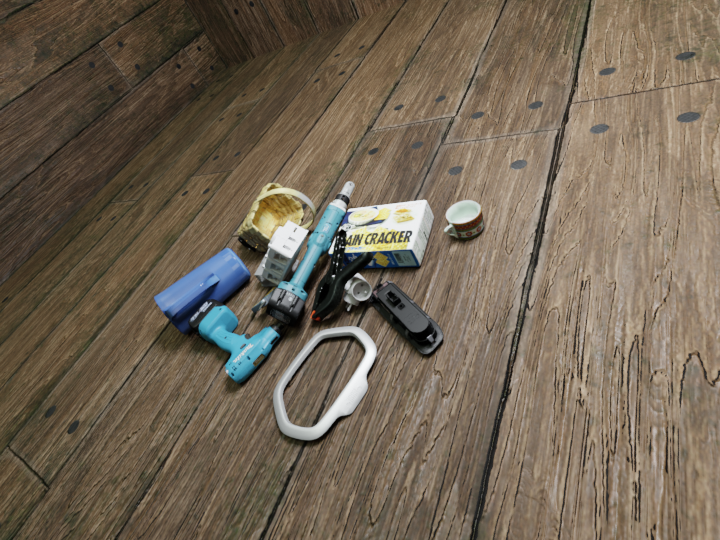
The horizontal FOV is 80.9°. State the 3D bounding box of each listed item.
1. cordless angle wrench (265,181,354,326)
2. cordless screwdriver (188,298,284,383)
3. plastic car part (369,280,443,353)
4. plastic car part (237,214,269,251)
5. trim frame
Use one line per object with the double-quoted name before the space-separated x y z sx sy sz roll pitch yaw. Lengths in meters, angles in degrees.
"cordless angle wrench" -0.103 -0.067 1.050 0.425 0.074 0.097 -65 2 -28
"cordless screwdriver" -0.300 0.144 1.017 0.263 0.070 0.158 27 67 43
"plastic car part" 0.085 0.078 0.833 0.066 0.064 0.214 -32 41 -10
"plastic car part" -0.338 -0.116 1.318 0.074 0.063 0.117 -13 38 44
"trim frame" -0.071 0.211 0.828 0.194 0.026 0.247 15 58 43
